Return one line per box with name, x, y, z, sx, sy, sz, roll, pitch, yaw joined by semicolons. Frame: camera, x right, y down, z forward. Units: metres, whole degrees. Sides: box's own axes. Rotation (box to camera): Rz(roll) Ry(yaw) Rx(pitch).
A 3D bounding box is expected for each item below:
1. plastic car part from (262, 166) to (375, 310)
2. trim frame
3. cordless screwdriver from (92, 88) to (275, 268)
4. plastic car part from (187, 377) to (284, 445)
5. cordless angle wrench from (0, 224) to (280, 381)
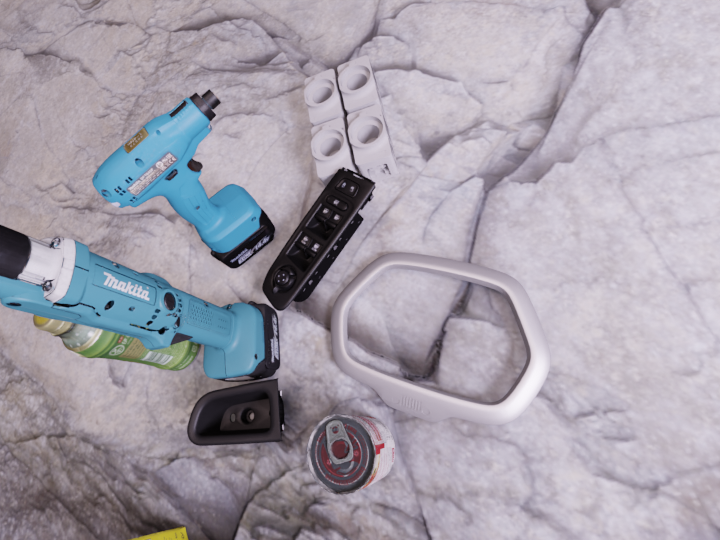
plastic car part;-0.055;-0.036;0.560;0.069;0.064;0.203;34;84;27
trim frame;0.079;0.072;0.487;0.259;0.026;0.185;12;74;24
cordless screwdriver;-0.188;-0.104;0.539;0.159;0.237;0.078;-41;64;0
plastic car part;-0.138;0.173;0.506;0.119;0.067;0.068;-13;67;15
cordless angle wrench;-0.198;0.036;0.393;0.076;0.403;0.100;-12;68;13
